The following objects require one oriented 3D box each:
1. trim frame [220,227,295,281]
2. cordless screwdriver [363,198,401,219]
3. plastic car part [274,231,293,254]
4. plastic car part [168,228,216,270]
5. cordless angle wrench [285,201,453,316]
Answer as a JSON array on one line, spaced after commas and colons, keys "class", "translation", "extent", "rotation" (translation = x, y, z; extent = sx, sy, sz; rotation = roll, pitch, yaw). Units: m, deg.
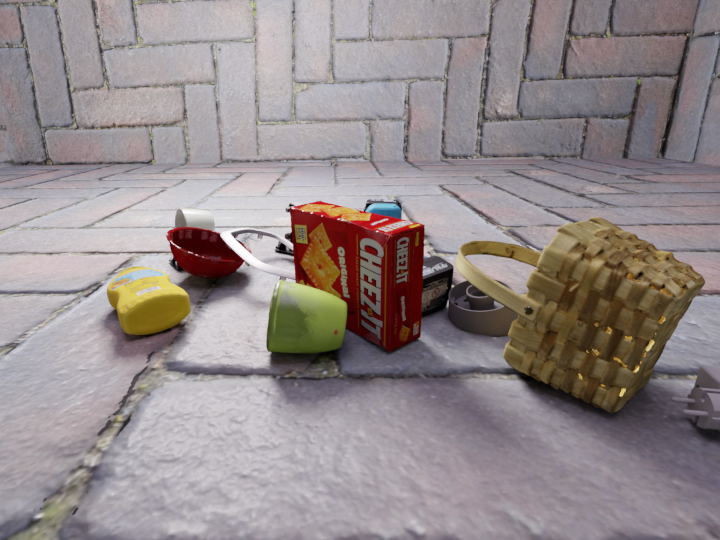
[{"class": "trim frame", "translation": [-0.165, -0.031, 0.818], "extent": [0.175, 0.027, 0.263], "rotation": [1, 22, -43]}, {"class": "cordless screwdriver", "translation": [0.066, -0.103, 1.010], "extent": [0.163, 0.072, 0.249], "rotation": [3, 25, 10]}, {"class": "plastic car part", "translation": [-0.090, -0.059, 0.916], "extent": [0.213, 0.066, 0.064], "rotation": [15, 17, 30]}, {"class": "plastic car part", "translation": [-0.338, -0.050, 0.884], "extent": [0.113, 0.069, 0.070], "rotation": [-18, 27, -34]}, {"class": "cordless angle wrench", "translation": [-0.018, -0.054, 0.790], "extent": [0.095, 0.072, 0.448], "rotation": [-16, 33, -32]}]
